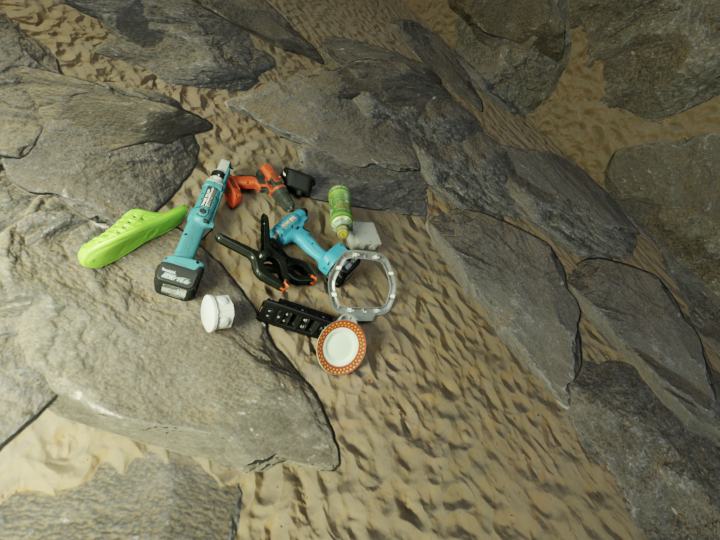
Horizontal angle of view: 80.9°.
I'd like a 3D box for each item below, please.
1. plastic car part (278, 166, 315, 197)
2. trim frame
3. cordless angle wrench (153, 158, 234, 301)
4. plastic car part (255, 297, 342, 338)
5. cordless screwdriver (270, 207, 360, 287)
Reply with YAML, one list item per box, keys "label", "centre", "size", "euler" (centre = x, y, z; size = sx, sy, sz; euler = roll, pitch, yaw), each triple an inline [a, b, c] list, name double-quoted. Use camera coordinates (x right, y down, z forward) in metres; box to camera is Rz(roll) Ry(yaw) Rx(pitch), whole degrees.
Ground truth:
- label: "plastic car part"
  centre: [-0.195, -0.263, 1.310]
  size: [0.113, 0.067, 0.072]
  euler: [18, 63, -20]
- label: "trim frame"
  centre: [0.012, 0.040, 1.115]
  size: [0.236, 0.029, 0.185]
  euler: [7, 83, -42]
- label: "cordless angle wrench"
  centre: [-0.392, -0.130, 1.047]
  size: [0.095, 0.074, 0.433]
  euler: [18, 53, -16]
- label: "plastic car part"
  centre: [-0.145, 0.115, 1.018]
  size: [0.199, 0.066, 0.068]
  euler: [22, 21, -9]
- label: "cordless screwdriver"
  centre: [-0.115, -0.076, 1.181]
  size: [0.253, 0.074, 0.158]
  euler: [35, 45, 7]
